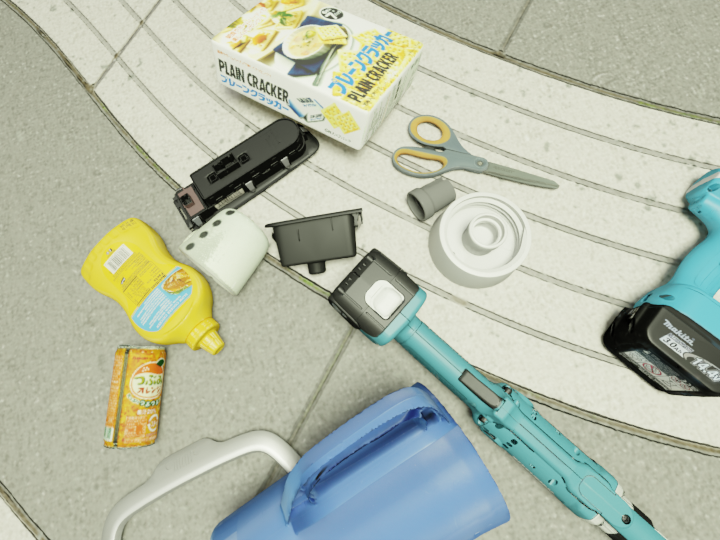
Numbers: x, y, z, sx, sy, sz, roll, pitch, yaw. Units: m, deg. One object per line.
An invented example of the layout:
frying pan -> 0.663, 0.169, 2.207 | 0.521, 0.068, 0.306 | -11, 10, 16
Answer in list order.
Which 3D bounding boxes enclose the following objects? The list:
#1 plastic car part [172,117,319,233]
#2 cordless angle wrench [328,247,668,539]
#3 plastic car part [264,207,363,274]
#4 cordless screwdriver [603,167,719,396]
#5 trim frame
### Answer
plastic car part -> -0.149, -0.133, 0.538 | 0.202, 0.065, 0.069 | -33, 70, -7
cordless angle wrench -> 0.146, 0.147, 0.426 | 0.431, 0.096, 0.074 | 42, 82, 9
plastic car part -> -0.049, -0.032, 0.505 | 0.117, 0.065, 0.071 | -12, 90, 4
cordless screwdriver -> 0.389, 0.023, 0.441 | 0.163, 0.073, 0.248 | 37, 77, 12
trim frame -> -0.156, 0.279, 0.445 | 0.248, 0.027, 0.189 | -29, 76, -1
